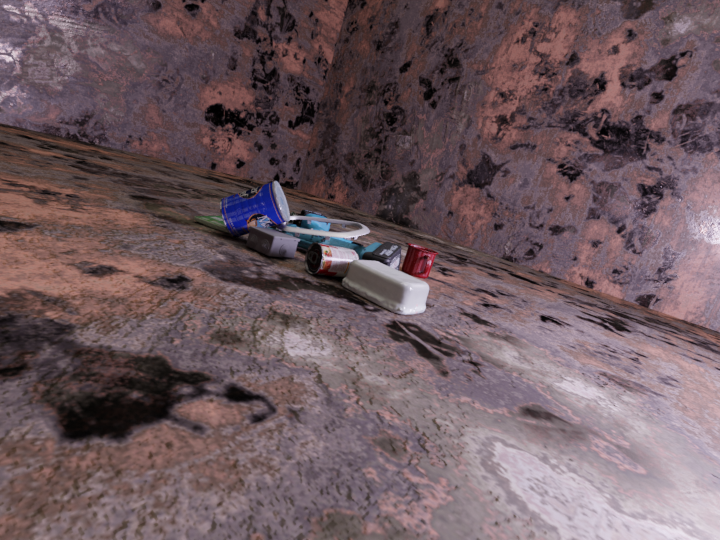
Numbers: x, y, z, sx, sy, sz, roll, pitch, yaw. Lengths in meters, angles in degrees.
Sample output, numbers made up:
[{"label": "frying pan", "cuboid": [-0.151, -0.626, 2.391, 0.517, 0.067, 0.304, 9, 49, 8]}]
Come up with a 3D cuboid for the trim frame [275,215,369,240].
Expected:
[{"label": "trim frame", "cuboid": [-0.100, -0.109, 1.067, 0.254, 0.027, 0.184, 5, 20, 11]}]

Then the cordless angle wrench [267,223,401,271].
[{"label": "cordless angle wrench", "cuboid": [-0.106, -0.070, 1.087, 0.443, 0.072, 0.096, 17, 32, 28]}]

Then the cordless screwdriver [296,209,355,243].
[{"label": "cordless screwdriver", "cuboid": [-0.110, -0.117, 1.326, 0.154, 0.074, 0.259, 12, 16, -21]}]

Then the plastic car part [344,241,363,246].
[{"label": "plastic car part", "cuboid": [0.000, -0.034, 1.112, 0.212, 0.067, 0.063, 24, 5, 24]}]
